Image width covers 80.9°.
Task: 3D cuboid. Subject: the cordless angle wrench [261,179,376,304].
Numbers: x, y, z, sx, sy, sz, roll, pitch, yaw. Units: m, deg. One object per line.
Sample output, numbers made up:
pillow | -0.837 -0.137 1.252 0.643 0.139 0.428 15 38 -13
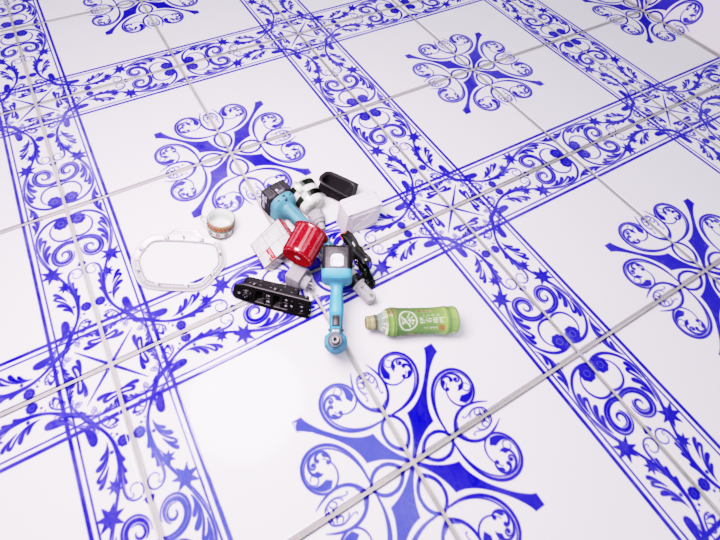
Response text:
cordless angle wrench | -0.110 -0.072 1.127 0.073 0.096 0.438 -34 69 -27

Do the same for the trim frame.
trim frame | -0.482 -0.031 1.118 0.249 0.027 0.189 2 57 1

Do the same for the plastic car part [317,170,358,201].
plastic car part | -0.075 -0.238 1.238 0.115 0.071 0.067 23 58 -9

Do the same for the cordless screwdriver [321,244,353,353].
cordless screwdriver | -0.055 0.062 0.968 0.074 0.156 0.253 1 75 -1

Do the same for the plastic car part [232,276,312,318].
plastic car part | -0.218 0.057 1.055 0.204 0.064 0.068 10 49 3
